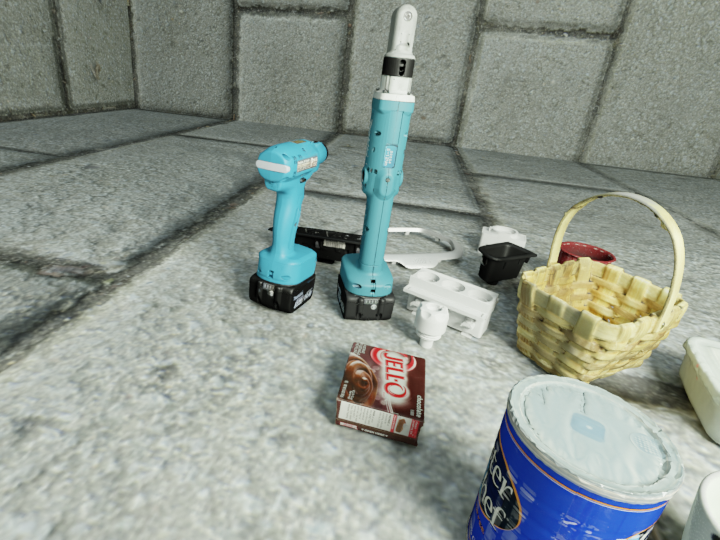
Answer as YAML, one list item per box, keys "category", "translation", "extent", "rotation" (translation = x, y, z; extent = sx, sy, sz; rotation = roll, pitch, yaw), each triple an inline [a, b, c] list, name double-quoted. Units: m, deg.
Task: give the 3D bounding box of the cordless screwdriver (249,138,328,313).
- category: "cordless screwdriver"
  translation: [-0.099, -0.072, 0.641]
  extent: [0.077, 0.244, 0.157]
  rotation: [15, 25, 17]

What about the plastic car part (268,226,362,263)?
- category: "plastic car part"
  translation: [-0.079, -0.052, 0.812]
  extent: [0.209, 0.066, 0.065]
  rotation: [14, 25, 16]

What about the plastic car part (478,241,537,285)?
- category: "plastic car part"
  translation: [0.257, -0.008, 0.784]
  extent: [0.112, 0.069, 0.070]
  rotation: [-11, 29, -33]

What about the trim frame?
- category: "trim frame"
  translation: [0.093, -0.054, 0.897]
  extent: [0.243, 0.027, 0.192]
  rotation: [-1, 26, -15]

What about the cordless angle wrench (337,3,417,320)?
- category: "cordless angle wrench"
  translation: [0.029, -0.129, 0.587]
  extent: [0.073, 0.415, 0.101]
  rotation: [3, 24, -12]
